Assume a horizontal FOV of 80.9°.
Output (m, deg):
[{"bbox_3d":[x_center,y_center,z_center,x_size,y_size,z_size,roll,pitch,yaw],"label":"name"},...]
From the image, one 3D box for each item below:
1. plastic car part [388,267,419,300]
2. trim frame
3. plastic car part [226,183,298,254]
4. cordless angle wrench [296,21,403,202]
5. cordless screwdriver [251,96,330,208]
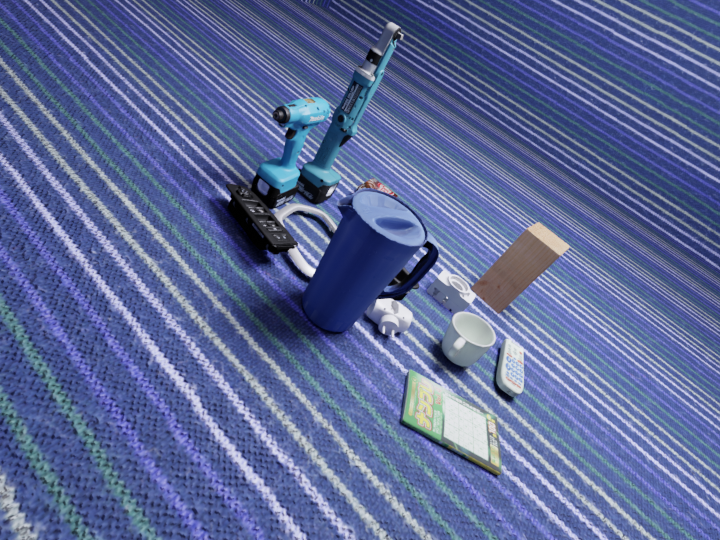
[{"bbox_3d":[0.056,0.018,0.873,0.063,0.071,0.122,-11,53,-44],"label":"plastic car part"},{"bbox_3d":[-0.088,-0.058,0.903,0.176,0.027,0.261,-7,49,-40],"label":"trim frame"},{"bbox_3d":[-0.206,-0.098,0.837,0.063,0.067,0.212,-10,51,-43],"label":"plastic car part"},{"bbox_3d":[-0.031,-0.341,0.950,0.100,0.422,0.072,42,36,11],"label":"cordless angle wrench"},{"bbox_3d":[-0.163,-0.246,0.891,0.076,0.248,0.156,40,36,9],"label":"cordless screwdriver"}]
